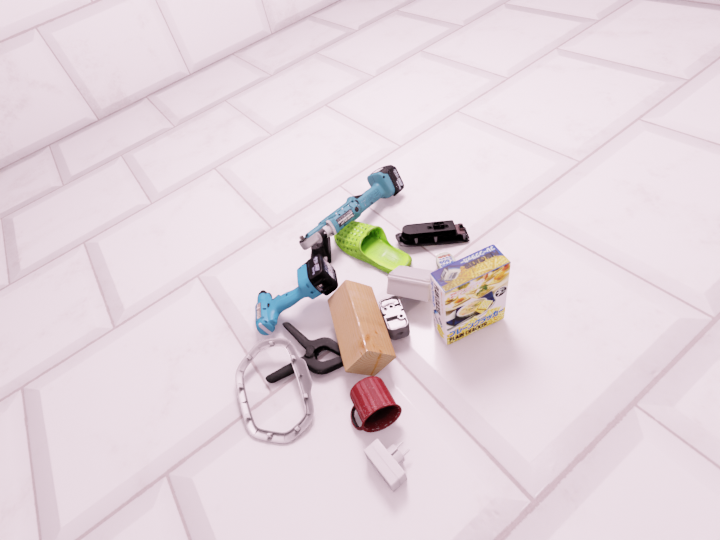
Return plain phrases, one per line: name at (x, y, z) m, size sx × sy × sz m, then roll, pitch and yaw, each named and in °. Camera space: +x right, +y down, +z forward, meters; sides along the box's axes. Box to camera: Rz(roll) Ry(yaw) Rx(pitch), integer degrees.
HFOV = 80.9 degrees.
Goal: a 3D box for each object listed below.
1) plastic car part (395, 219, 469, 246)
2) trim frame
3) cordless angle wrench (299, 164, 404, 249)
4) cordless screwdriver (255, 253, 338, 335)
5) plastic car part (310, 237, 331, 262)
plastic car part at (0.202, -0.107, 1.201) m, size 0.205 × 0.064 × 0.068 m, roll -8°, pitch 54°, yaw 6°
trim frame at (-0.203, 0.276, 0.996) m, size 0.184 × 0.026 × 0.260 m, roll -25°, pitch 57°, yaw 1°
cordless angle wrench at (-0.028, -0.183, 1.266) m, size 0.417 × 0.095 × 0.078 m, roll -42°, pitch 22°, yaw -32°
cordless screwdriver at (-0.184, 0.052, 1.136) m, size 0.251 × 0.071 × 0.166 m, roll -36°, pitch 35°, yaw 11°
plastic car part at (-0.125, -0.082, 1.276) m, size 0.067 × 0.068 × 0.120 m, roll -7°, pitch 52°, yaw 7°
